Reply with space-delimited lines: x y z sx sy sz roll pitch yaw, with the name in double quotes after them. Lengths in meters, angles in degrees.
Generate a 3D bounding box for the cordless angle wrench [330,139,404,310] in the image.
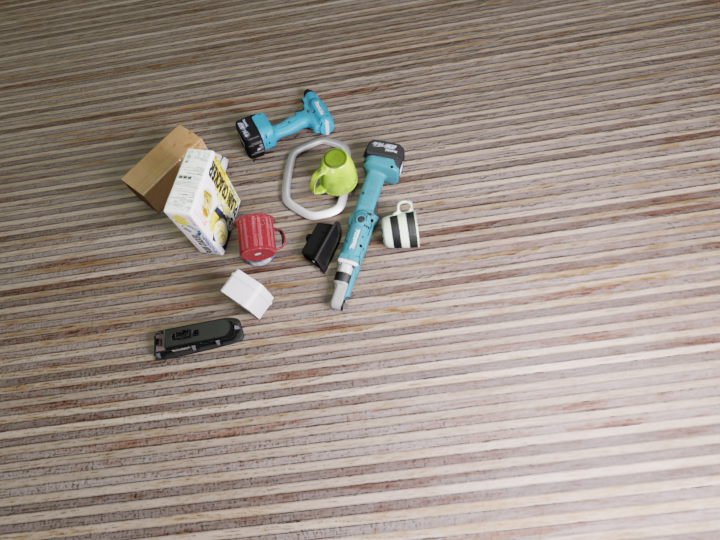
0.005 -0.109 0.983 0.100 0.072 0.426 14 71 11 "cordless angle wrench"

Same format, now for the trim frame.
-0.106 -0.237 1.075 0.187 0.026 0.254 1 65 8 "trim frame"

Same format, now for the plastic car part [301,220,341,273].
-0.096 -0.063 0.982 0.074 0.063 0.117 11 64 24 "plastic car part"

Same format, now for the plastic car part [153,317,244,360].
-0.357 0.139 0.918 0.203 0.065 0.069 -10 60 -1 "plastic car part"

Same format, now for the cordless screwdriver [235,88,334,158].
-0.210 -0.404 1.137 0.247 0.072 0.166 -21 62 -7 "cordless screwdriver"
